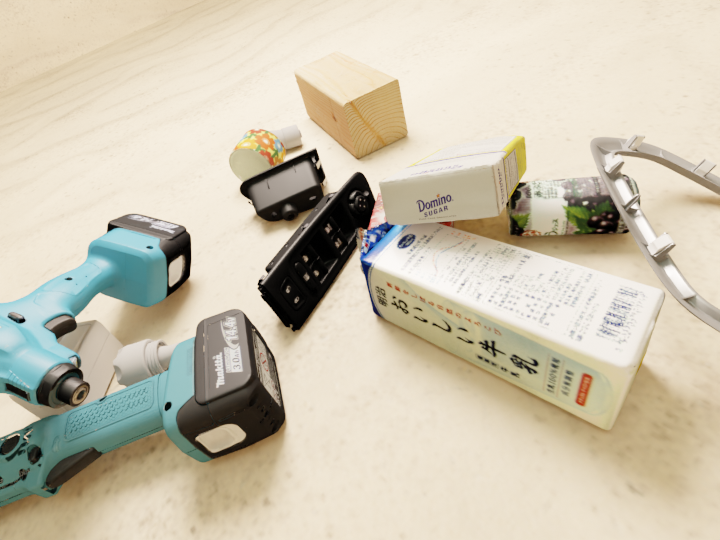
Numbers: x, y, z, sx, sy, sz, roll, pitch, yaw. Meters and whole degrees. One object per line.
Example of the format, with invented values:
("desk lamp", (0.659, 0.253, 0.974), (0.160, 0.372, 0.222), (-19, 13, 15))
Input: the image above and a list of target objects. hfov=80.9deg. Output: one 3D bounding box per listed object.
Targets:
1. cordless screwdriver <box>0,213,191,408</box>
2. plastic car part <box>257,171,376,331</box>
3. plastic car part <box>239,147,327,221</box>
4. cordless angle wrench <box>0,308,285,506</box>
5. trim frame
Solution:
("cordless screwdriver", (-0.252, 0.026, 0.412), (0.163, 0.073, 0.247), (16, 28, 11))
("plastic car part", (-0.046, -0.030, 0.471), (0.070, 0.064, 0.202), (-8, 39, 51))
("plastic car part", (-0.095, -0.100, 0.561), (0.116, 0.063, 0.074), (-25, 57, -1))
("cordless angle wrench", (-0.274, 0.159, 0.356), (0.423, 0.071, 0.102), (-22, 42, 1))
("trim frame", (0.268, -0.032, 0.321), (0.183, 0.027, 0.254), (14, 48, -3))
